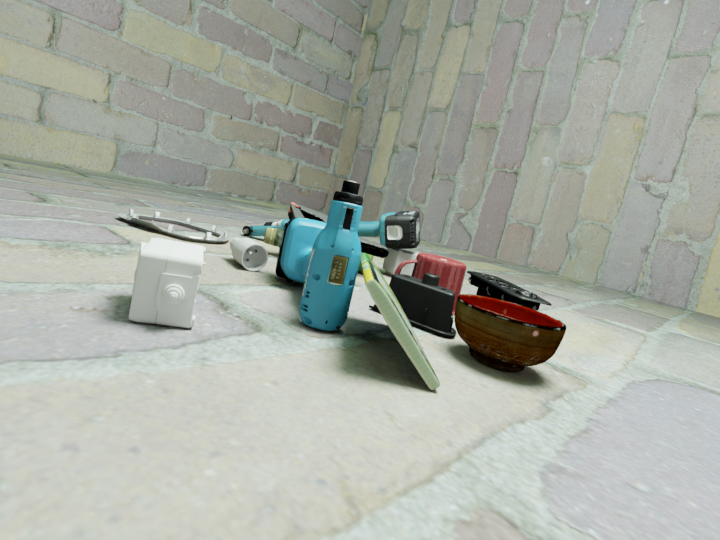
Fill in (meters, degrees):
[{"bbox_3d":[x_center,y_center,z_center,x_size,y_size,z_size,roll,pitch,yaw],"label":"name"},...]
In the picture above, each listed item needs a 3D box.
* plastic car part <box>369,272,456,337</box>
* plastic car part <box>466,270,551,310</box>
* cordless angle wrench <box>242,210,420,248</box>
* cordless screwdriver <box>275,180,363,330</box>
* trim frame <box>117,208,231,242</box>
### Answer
[{"bbox_3d":[0.082,0.037,0.570,0.123,0.070,0.063,15,9,36],"label":"plastic car part"},{"bbox_3d":[0.251,0.047,0.747,0.065,0.067,0.206,19,4,-11],"label":"plastic car part"},{"bbox_3d":[-0.081,-0.094,0.979,0.436,0.073,0.096,2,12,19],"label":"cordless angle wrench"},{"bbox_3d":[-0.054,-0.035,0.549,0.072,0.158,0.256,11,6,-17],"label":"cordless screwdriver"},{"bbox_3d":[-0.385,-0.094,0.885,0.258,0.027,0.178,18,11,21],"label":"trim frame"}]
